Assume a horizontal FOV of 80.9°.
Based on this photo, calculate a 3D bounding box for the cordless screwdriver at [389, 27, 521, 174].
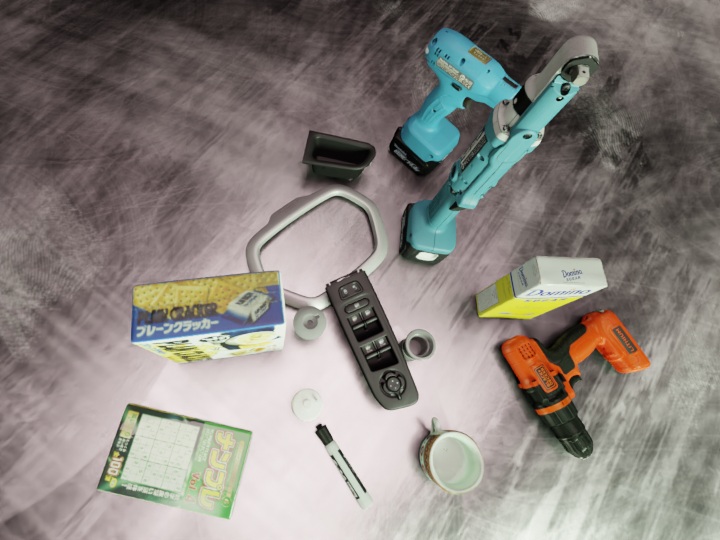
[{"bbox_3d":[0.144,-0.239,0.669,0.162,0.247,0.074,43,70,6],"label":"cordless screwdriver"}]

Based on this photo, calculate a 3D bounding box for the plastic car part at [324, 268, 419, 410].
[{"bbox_3d":[0.014,0.105,0.622,0.065,0.066,0.208,-22,73,-15],"label":"plastic car part"}]

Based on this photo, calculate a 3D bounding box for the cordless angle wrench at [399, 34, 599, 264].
[{"bbox_3d":[0.142,-0.118,0.531,0.074,0.420,0.099,11,71,-8],"label":"cordless angle wrench"}]

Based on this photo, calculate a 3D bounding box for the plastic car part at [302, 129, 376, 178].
[{"bbox_3d":[-0.039,-0.186,0.725,0.116,0.070,0.067,12,70,-3],"label":"plastic car part"}]

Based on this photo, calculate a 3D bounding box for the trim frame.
[{"bbox_3d":[-0.068,-0.044,0.691,0.246,0.027,0.188,-39,78,-18],"label":"trim frame"}]
